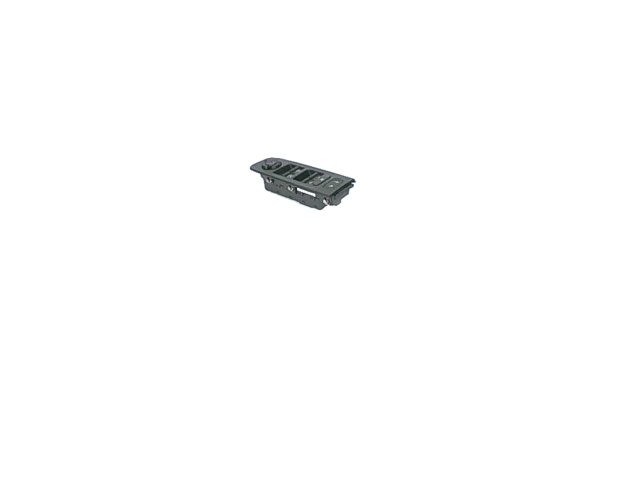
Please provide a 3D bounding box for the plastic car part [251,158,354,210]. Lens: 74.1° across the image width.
[{"bbox_3d":[-0.036,-0.098,0.735,0.204,0.067,0.066,26,56,34],"label":"plastic car part"}]
